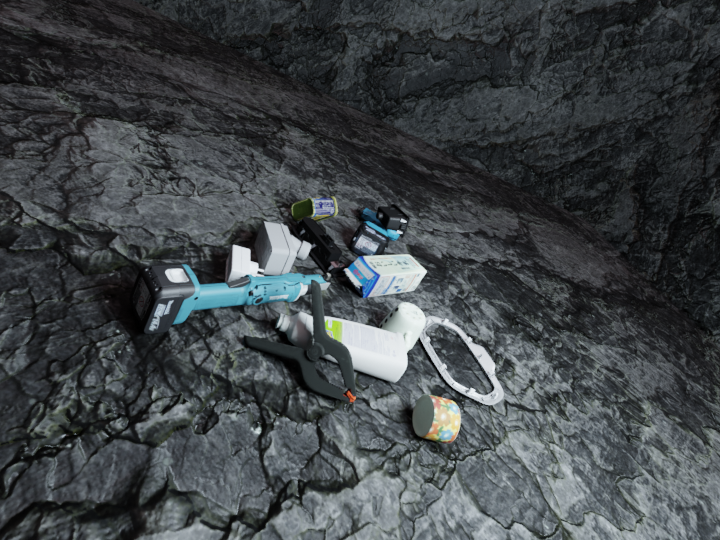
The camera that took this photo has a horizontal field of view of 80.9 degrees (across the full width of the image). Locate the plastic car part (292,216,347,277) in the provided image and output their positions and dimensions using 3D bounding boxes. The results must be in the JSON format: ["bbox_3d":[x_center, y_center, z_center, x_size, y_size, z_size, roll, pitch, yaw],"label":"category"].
[{"bbox_3d":[-0.105,-0.068,1.070,0.064,0.066,0.214,-12,45,-40],"label":"plastic car part"}]

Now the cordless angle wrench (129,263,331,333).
[{"bbox_3d":[-0.206,0.037,0.801,0.403,0.098,0.078,-3,44,-50],"label":"cordless angle wrench"}]

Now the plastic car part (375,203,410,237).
[{"bbox_3d":[0.083,-0.152,1.228,0.068,0.065,0.123,3,30,-26],"label":"plastic car part"}]

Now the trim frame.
[{"bbox_3d":[0.227,0.195,0.967,0.176,0.027,0.261,10,32,-31],"label":"trim frame"}]

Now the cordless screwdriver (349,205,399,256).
[{"bbox_3d":[0.030,-0.122,1.252,0.162,0.074,0.246,32,26,5],"label":"cordless screwdriver"}]
